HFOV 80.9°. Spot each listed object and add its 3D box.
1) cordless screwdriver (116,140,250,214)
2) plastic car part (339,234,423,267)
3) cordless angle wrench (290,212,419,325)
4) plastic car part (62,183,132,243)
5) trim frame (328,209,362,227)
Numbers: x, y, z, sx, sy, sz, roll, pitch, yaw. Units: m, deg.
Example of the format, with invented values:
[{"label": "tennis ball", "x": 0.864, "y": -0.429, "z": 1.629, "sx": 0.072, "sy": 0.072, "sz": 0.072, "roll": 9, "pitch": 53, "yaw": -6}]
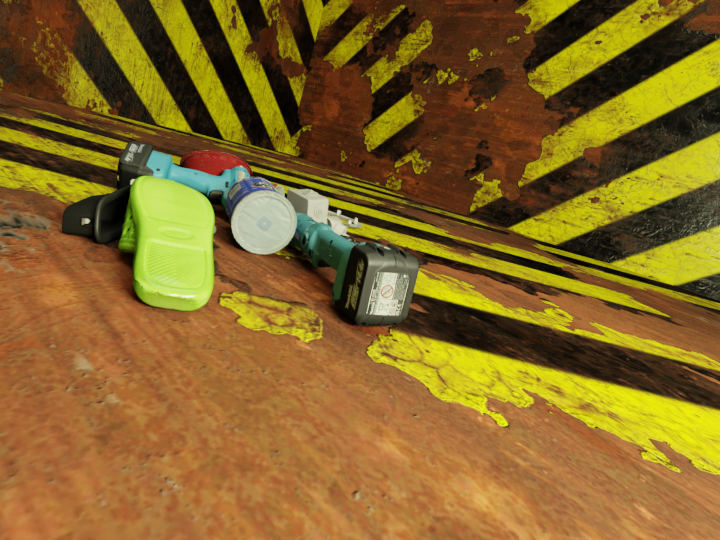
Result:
[{"label": "cordless screwdriver", "x": -0.332, "y": -0.160, "z": 0.814, "sx": 0.240, "sy": 0.074, "sz": 0.166, "roll": 8, "pitch": 43, "yaw": -21}, {"label": "plastic car part", "x": 0.009, "y": -0.018, "z": 0.687, "sx": 0.063, "sy": 0.066, "sz": 0.214, "roll": -2, "pitch": 19, "yaw": -33}, {"label": "cordless angle wrench", "x": -0.066, "y": -0.043, "z": 0.676, "sx": 0.071, "sy": 0.097, "sz": 0.445, "roll": 5, "pitch": 16, "yaw": -29}, {"label": "plastic car part", "x": -0.356, "y": -0.076, "z": 0.570, "sx": 0.071, "sy": 0.065, "sz": 0.118, "roll": 1, "pitch": 19, "yaw": 0}, {"label": "trim frame", "x": -0.106, "y": -0.146, "z": 1.099, "sx": 0.236, "sy": 0.027, "sz": 0.195, "roll": 5, "pitch": 20, "yaw": -41}]
